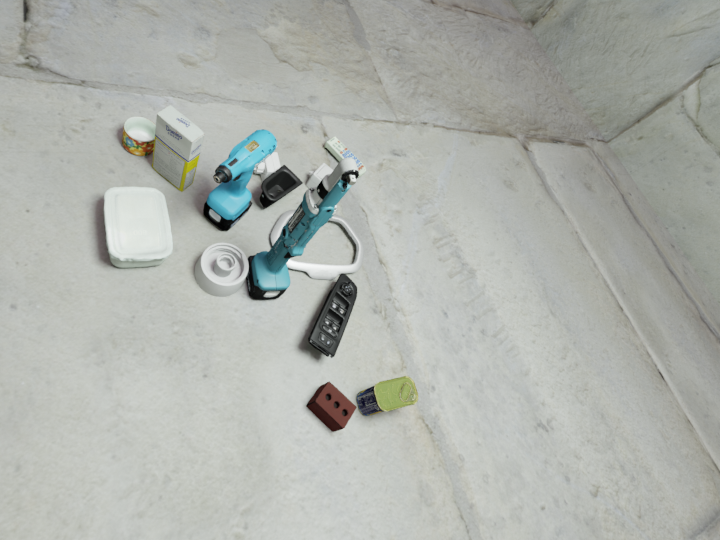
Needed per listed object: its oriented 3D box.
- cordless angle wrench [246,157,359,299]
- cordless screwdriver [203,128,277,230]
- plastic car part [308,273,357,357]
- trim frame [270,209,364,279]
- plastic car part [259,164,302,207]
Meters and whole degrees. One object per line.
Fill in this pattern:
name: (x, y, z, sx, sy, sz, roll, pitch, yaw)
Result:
cordless angle wrench: (-0.115, -0.066, 0.769, 0.071, 0.428, 0.101, 1, 64, -31)
cordless screwdriver: (-0.265, -0.168, 0.866, 0.074, 0.251, 0.158, 40, 51, -7)
plastic car part: (-0.060, 0.097, 0.929, 0.065, 0.068, 0.204, 32, 51, -10)
trim frame: (-0.101, -0.066, 1.034, 0.239, 0.028, 0.190, 4, 60, -26)
plastic car part: (-0.207, -0.193, 1.027, 0.066, 0.072, 0.115, 43, 51, -2)
